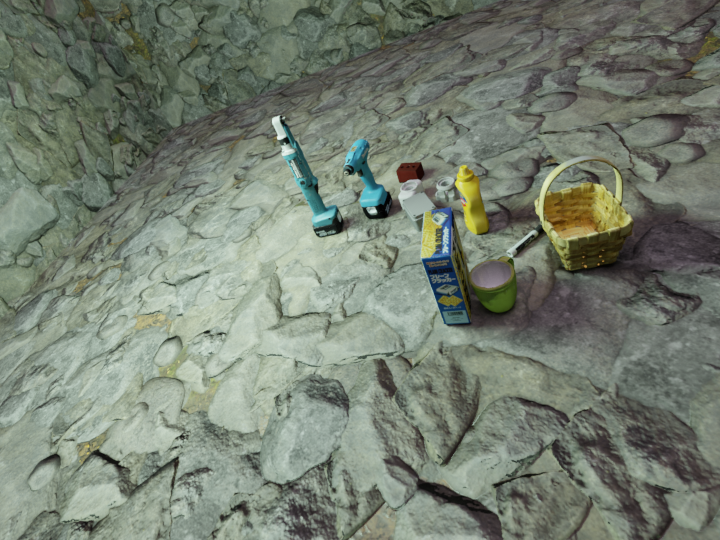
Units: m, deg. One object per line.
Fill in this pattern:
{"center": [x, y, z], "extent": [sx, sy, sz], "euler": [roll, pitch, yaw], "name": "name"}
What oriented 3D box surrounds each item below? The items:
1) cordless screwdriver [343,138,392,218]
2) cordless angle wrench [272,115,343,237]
{"center": [0.016, -0.265, 1.313], "extent": [0.077, 0.237, 0.160], "euler": [-3, 43, 28], "name": "cordless screwdriver"}
{"center": [-0.172, -0.286, 1.316], "extent": [0.101, 0.403, 0.076], "euler": [-10, 39, 20], "name": "cordless angle wrench"}
